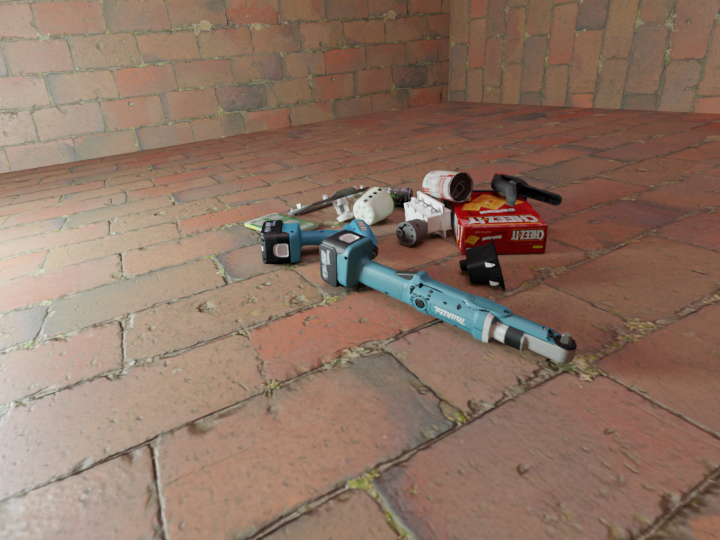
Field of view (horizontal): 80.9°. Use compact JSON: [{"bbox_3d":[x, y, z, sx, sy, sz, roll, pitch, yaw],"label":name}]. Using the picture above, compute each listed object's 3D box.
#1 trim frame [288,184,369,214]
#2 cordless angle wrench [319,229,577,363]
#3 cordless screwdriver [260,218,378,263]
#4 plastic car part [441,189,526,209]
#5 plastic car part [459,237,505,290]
[{"bbox_3d":[-0.088,-0.193,1.155,0.241,0.027,0.191,-21,8,-31],"label":"trim frame"},{"bbox_3d":[0.108,0.039,0.672,0.447,0.095,0.072,23,36,38],"label":"cordless angle wrench"},{"bbox_3d":[-0.089,-0.058,0.912,0.246,0.072,0.165,-5,26,-7],"label":"cordless screwdriver"},{"bbox_3d":[0.309,-0.168,1.069,0.208,0.066,0.065,0,0,14],"label":"plastic car part"},{"bbox_3d":[0.220,-0.012,0.778,0.072,0.064,0.117,-13,20,15],"label":"plastic car part"}]
